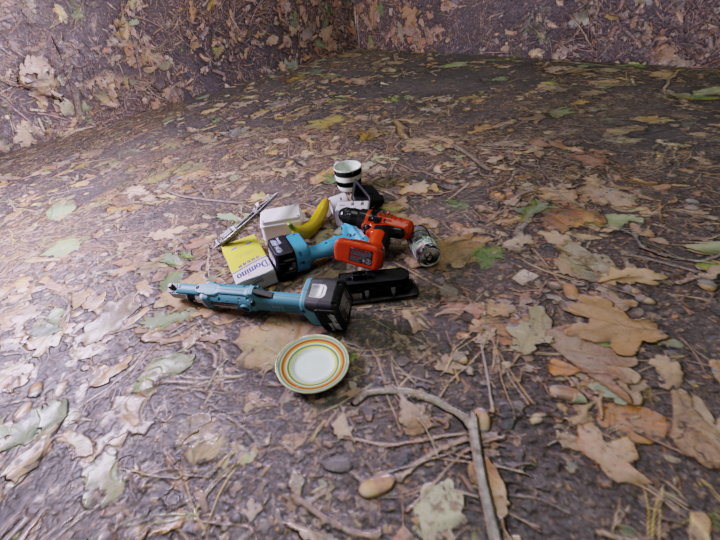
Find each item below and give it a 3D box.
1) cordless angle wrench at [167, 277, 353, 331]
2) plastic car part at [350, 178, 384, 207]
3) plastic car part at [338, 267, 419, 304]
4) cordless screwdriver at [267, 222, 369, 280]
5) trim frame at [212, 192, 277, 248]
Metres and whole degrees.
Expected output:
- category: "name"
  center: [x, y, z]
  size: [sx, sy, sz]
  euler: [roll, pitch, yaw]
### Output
- category: "cordless angle wrench"
  center: [-0.229, 0.057, 0.882]
  size: [0.438, 0.093, 0.075]
  euler: [3, 54, 22]
- category: "plastic car part"
  center: [0.028, -0.209, 1.207]
  size: [0.069, 0.064, 0.123]
  euler: [-7, 36, -25]
- category: "plastic car part"
  center: [0.018, 0.028, 0.887]
  size: [0.204, 0.065, 0.068]
  euler: [-3, 29, 4]
- category: "cordless screwdriver"
  center: [-0.100, -0.066, 1.027]
  size: [0.244, 0.072, 0.167]
  euler: [-14, 36, -13]
- category: "trim frame"
  center: [-0.311, -0.140, 1.144]
  size: [0.189, 0.027, 0.249]
  euler: [-29, 22, 36]
